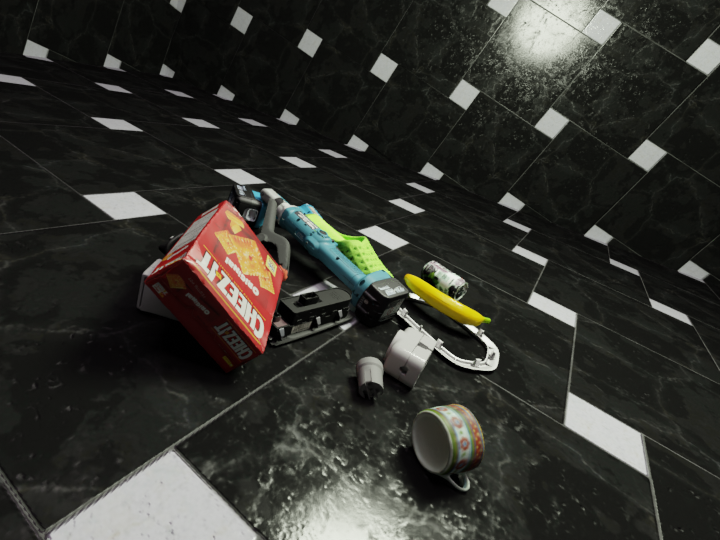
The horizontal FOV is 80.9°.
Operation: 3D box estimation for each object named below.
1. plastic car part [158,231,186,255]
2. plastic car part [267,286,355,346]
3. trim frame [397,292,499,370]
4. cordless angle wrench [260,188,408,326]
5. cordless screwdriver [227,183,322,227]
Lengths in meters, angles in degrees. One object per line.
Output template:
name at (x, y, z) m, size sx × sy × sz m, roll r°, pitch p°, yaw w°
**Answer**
plastic car part at (-0.283, -0.021, 0.701) m, size 0.074 × 0.066 × 0.110 m, roll 3°, pitch -33°, yaw 43°
plastic car part at (-0.083, 0.065, 0.710) m, size 0.070 × 0.066 × 0.194 m, roll 28°, pitch 21°, yaw 35°
trim frame at (0.163, 0.110, 0.837) m, size 0.176 × 0.027 × 0.263 m, roll -1°, pitch 32°, yaw -37°
cordless angle wrench at (-0.087, -0.057, 0.886) m, size 0.094 × 0.074 × 0.445 m, roll -7°, pitch 41°, yaw -49°
cordless screwdriver at (-0.199, -0.132, 1.042) m, size 0.237 × 0.074 × 0.168 m, roll 9°, pitch 26°, yaw -32°
